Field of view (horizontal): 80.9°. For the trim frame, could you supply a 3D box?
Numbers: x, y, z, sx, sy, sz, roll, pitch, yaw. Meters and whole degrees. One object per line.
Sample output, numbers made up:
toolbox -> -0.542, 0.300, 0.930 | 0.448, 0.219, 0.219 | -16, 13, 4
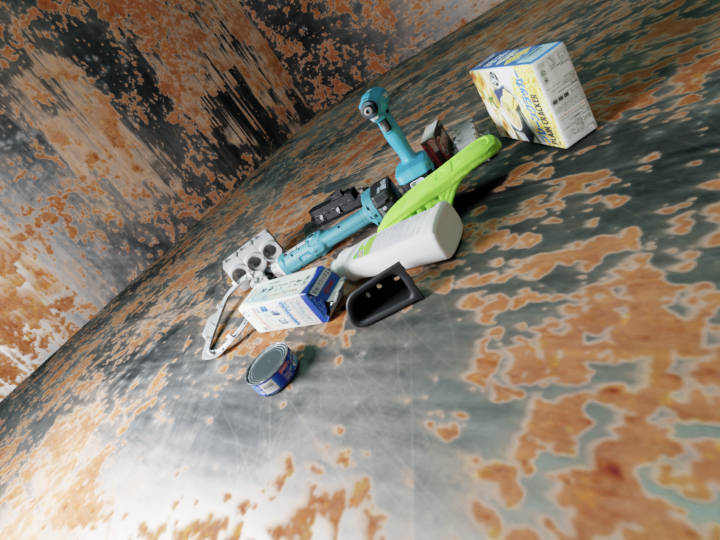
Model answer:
trim frame -> -0.296, 0.094, 0.969 | 0.188, 0.026, 0.255 | -33, 34, 28

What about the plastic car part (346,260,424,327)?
plastic car part -> 0.032, 0.032, 0.657 | 0.118, 0.065, 0.070 | -31, 8, 21

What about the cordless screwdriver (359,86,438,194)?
cordless screwdriver -> 0.077, -0.242, 0.836 | 0.076, 0.242, 0.160 | -28, 18, 23

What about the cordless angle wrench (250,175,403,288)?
cordless angle wrench -> -0.095, -0.062, 0.968 | 0.430, 0.072, 0.100 | -30, 23, 21

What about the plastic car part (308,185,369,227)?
plastic car part -> -0.062, -0.173, 1.124 | 0.208, 0.064, 0.067 | -25, 33, 31
